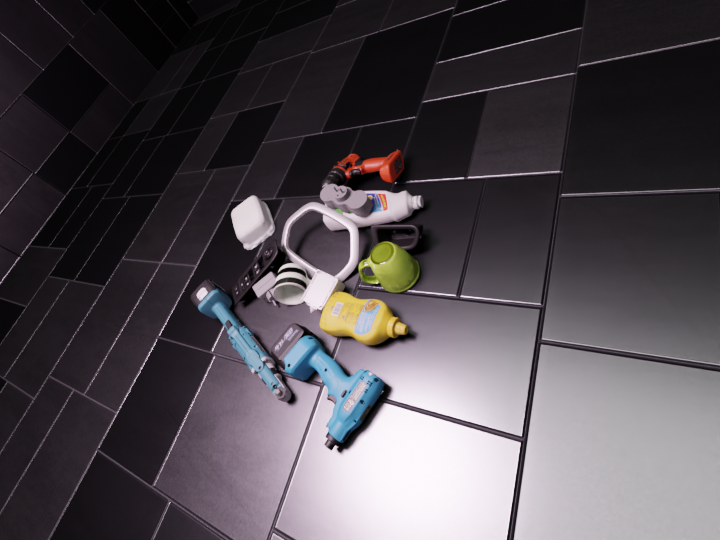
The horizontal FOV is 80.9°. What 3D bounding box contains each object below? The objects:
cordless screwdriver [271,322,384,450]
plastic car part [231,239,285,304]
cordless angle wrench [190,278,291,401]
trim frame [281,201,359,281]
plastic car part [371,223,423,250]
[{"bbox_3d":[-0.087,0.226,0.862,0.263,0.070,0.159,28,77,39],"label":"cordless screwdriver"},{"bbox_3d":[-0.264,0.009,1.121,0.204,0.064,0.069,-50,36,22],"label":"plastic car part"},{"bbox_3d":[-0.290,0.167,1.034,0.074,0.092,0.448,-48,50,-6],"label":"cordless angle wrench"},{"bbox_3d":[-0.104,-0.068,1.066,0.261,0.026,0.184,31,98,30],"label":"trim frame"},{"bbox_3d":[0.093,-0.083,0.966,0.122,0.065,0.069,-1,19,33],"label":"plastic car part"}]
